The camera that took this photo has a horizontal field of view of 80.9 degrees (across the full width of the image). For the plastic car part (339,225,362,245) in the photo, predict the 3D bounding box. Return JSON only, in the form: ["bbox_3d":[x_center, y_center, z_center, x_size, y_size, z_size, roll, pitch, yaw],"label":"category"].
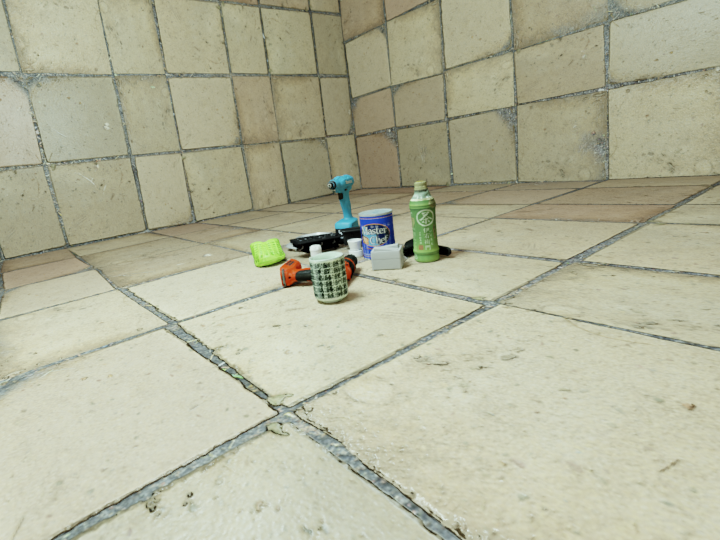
[{"bbox_3d":[-0.016,-0.116,1.472,0.114,0.070,0.068,-12,14,-16],"label":"plastic car part"}]

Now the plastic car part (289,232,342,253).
[{"bbox_3d":[-0.143,-0.093,1.461,0.196,0.066,0.070,-18,17,-35],"label":"plastic car part"}]

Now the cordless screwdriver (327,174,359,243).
[{"bbox_3d":[-0.064,-0.219,1.540,0.077,0.245,0.155,-1,14,26],"label":"cordless screwdriver"}]

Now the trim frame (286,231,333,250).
[{"bbox_3d":[-0.183,-0.112,1.621,0.188,0.027,0.248,-5,15,11],"label":"trim frame"}]
